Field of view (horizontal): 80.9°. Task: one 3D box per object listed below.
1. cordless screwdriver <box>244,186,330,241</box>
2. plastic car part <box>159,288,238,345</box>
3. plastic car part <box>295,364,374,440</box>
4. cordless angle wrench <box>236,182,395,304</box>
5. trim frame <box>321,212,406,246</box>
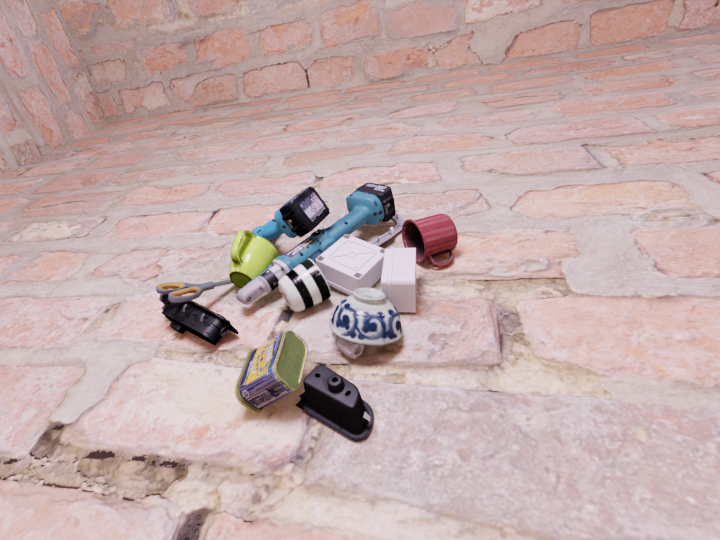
[{"bbox_3d":[-0.174,-0.110,0.968,0.256,0.072,0.158,-23,21,41],"label":"cordless screwdriver"},{"bbox_3d":[-0.320,0.090,0.805,0.213,0.063,0.067,12,49,32],"label":"plastic car part"},{"bbox_3d":[-0.035,0.172,0.586,0.123,0.068,0.065,16,42,39],"label":"plastic car part"},{"bbox_3d":[-0.089,-0.058,0.908,0.104,0.071,0.416,21,50,42],"label":"cordless angle wrench"},{"bbox_3d":[-0.007,-0.091,1.002,0.243,0.026,0.195,-31,39,-28],"label":"trim frame"}]
